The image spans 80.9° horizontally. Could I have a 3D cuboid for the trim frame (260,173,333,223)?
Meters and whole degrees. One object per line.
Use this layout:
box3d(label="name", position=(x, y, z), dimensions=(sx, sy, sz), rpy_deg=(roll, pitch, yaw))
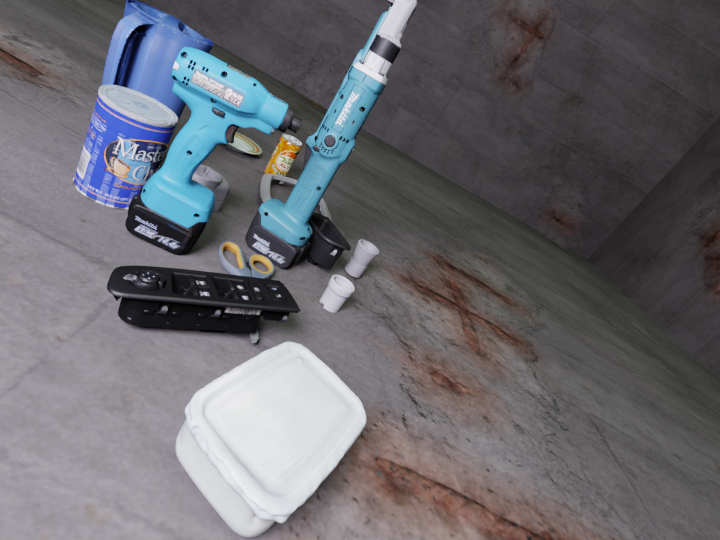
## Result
box3d(label="trim frame", position=(-0.135, -0.145, 0.923), dimensions=(0.178, 0.027, 0.258), rpy_deg=(21, 25, -21))

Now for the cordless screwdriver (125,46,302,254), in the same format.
box3d(label="cordless screwdriver", position=(-0.195, -0.135, 0.550), dimensions=(0.154, 0.248, 0.077), rpy_deg=(25, 24, -17))

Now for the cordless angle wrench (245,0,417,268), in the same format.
box3d(label="cordless angle wrench", position=(-0.041, -0.194, 0.631), dimensions=(0.099, 0.422, 0.074), rpy_deg=(34, 23, 2))

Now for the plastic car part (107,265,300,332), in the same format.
box3d(label="plastic car part", position=(-0.173, 0.034, 0.466), dimensions=(0.193, 0.067, 0.070), rpy_deg=(13, 29, -36))

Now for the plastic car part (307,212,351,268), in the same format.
box3d(label="plastic car part", position=(-0.073, -0.048, 0.747), dimensions=(0.062, 0.071, 0.123), rpy_deg=(14, 29, -37))
